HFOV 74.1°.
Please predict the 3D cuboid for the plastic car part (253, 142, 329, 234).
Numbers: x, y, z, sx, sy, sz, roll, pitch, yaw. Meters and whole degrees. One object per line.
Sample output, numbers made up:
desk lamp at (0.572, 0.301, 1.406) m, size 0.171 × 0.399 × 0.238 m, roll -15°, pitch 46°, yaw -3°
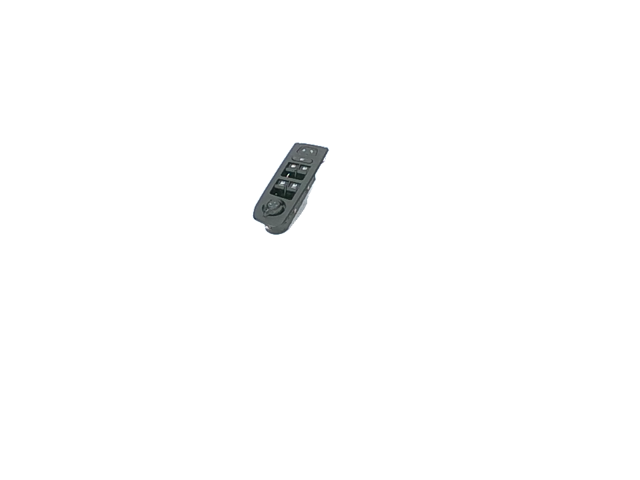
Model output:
plastic car part at (-0.051, -0.086, 0.721) m, size 0.066 × 0.202 × 0.067 m, roll 19°, pitch -40°, yaw 10°
